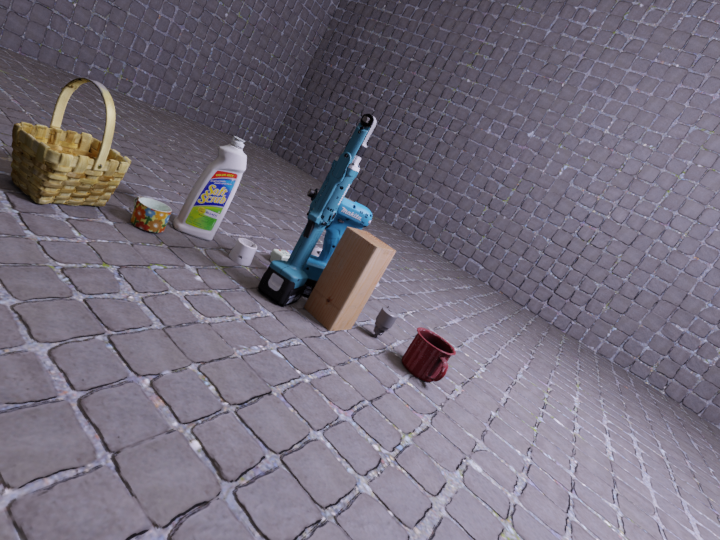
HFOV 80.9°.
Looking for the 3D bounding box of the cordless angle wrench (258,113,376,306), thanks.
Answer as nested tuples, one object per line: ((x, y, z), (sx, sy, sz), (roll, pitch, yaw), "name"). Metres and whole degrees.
((-0.079, -0.123, 0.871), (0.077, 0.422, 0.095), (33, 14, 14), "cordless angle wrench")

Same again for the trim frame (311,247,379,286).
((-0.052, -0.011, 1.341), (0.252, 0.027, 0.182), (30, 14, 6), "trim frame")

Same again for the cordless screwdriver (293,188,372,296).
((-0.096, -0.063, 0.984), (0.153, 0.248, 0.077), (24, 15, -23), "cordless screwdriver")
